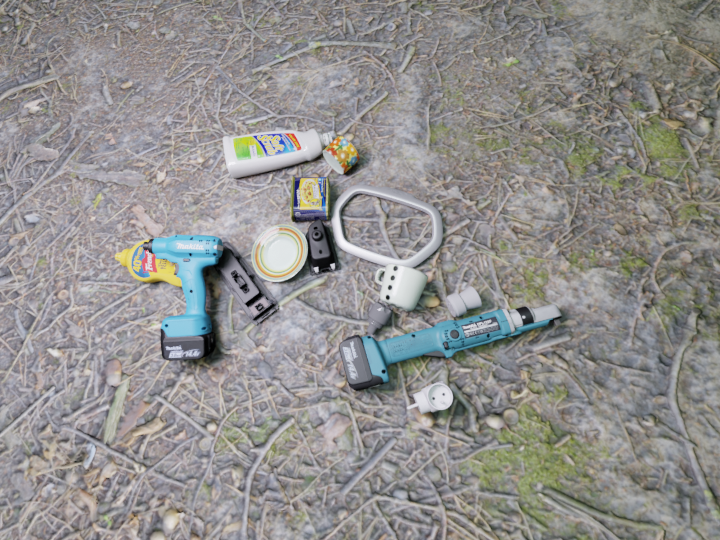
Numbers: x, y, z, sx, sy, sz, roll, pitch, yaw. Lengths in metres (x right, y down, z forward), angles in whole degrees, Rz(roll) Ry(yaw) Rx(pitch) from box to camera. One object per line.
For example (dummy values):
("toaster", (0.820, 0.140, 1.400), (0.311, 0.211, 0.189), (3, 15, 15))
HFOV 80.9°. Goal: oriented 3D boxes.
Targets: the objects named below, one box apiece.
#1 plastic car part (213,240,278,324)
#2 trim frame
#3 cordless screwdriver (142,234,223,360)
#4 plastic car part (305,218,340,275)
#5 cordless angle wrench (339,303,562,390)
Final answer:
("plastic car part", (-0.262, 0.017, 0.902), (0.066, 0.064, 0.211), (-40, 68, -1))
("trim frame", (0.054, -0.101, 0.922), (0.255, 0.026, 0.185), (17, 74, 15))
("cordless screwdriver", (-0.366, 0.051, 0.856), (0.160, 0.074, 0.250), (1, 86, 2))
("plastic car part", (-0.088, -0.058, 0.900), (0.066, 0.069, 0.119), (-12, 73, -1))
("cordless angle wrench", (0.172, 0.128, 0.802), (0.422, 0.072, 0.101), (-15, 70, -1))
